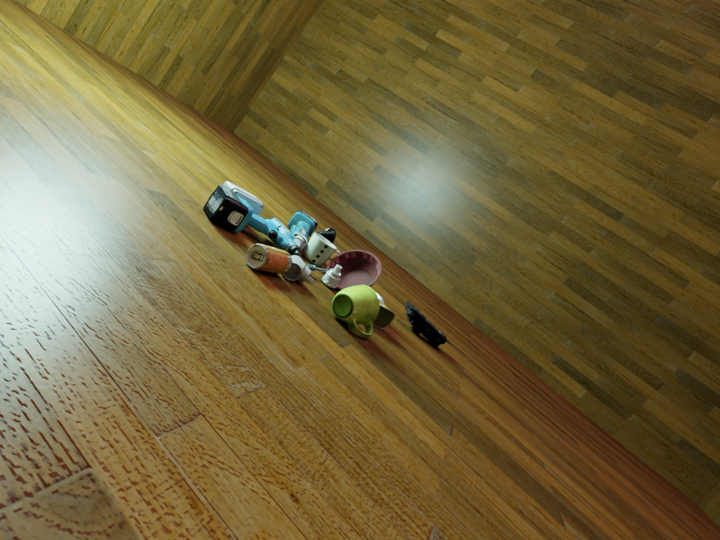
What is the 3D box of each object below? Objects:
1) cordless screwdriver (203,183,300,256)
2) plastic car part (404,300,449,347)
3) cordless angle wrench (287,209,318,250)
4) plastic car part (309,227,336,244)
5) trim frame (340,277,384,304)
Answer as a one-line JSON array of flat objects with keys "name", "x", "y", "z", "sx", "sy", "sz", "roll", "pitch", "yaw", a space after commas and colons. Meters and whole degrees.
[{"name": "cordless screwdriver", "x": -0.258, "y": -0.111, "z": 1.053, "sx": 0.235, "sy": 0.074, "sz": 0.168, "roll": 28, "pitch": 12, "yaw": -49}, {"name": "plastic car part", "x": 0.213, "y": 0.189, "z": 1.386, "sx": 0.196, "sy": 0.067, "sz": 0.068, "roll": 39, "pitch": 1, "yaw": -18}, {"name": "cordless angle wrench", "x": -0.198, "y": -0.117, "z": 1.372, "sx": 0.096, "sy": 0.074, "sz": 0.430, "roll": 35, "pitch": 11, "yaw": -12}, {"name": "plastic car part", "x": -0.134, "y": -0.087, "z": 1.366, "sx": 0.068, "sy": 0.115, "sz": 0.070, "roll": -3, "pitch": 36, "yaw": -41}, {"name": "trim frame", "x": 0.007, "y": 0.069, "z": 1.346, "sx": 0.188, "sy": 0.027, "sz": 0.243, "roll": 38, "pitch": 7, "yaw": 8}]
